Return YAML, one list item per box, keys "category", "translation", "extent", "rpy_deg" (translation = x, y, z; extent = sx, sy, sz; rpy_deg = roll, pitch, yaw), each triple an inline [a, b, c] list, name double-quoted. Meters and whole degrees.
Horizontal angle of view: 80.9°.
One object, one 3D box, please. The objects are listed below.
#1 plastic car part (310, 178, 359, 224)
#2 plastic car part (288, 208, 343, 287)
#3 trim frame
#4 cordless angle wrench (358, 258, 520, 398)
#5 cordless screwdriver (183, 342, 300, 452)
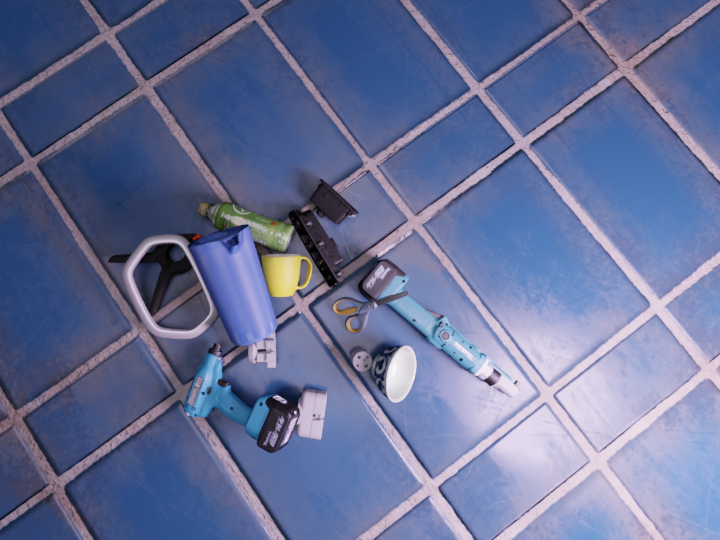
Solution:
- category: "plastic car part"
  translation: [-0.070, -0.151, 0.991]
  extent: [0.118, 0.065, 0.071]
  rpy_deg: [40, 98, 7]
- category: "plastic car part"
  translation: [-0.095, -0.062, 0.974]
  extent: [0.066, 0.066, 0.205]
  rpy_deg: [-34, 84, -15]
- category: "trim frame"
  translation: [-0.422, 0.039, 0.953]
  extent: [0.182, 0.028, 0.246]
  rpy_deg: [-25, 95, -8]
- category: "cordless angle wrench"
  translation: [0.182, 0.141, 0.946]
  extent: [0.425, 0.074, 0.098]
  rpy_deg: [40, 84, 2]
- category: "cordless screwdriver"
  translation: [-0.250, 0.268, 0.903]
  extent: [0.257, 0.071, 0.160]
  rpy_deg: [17, 83, 19]
